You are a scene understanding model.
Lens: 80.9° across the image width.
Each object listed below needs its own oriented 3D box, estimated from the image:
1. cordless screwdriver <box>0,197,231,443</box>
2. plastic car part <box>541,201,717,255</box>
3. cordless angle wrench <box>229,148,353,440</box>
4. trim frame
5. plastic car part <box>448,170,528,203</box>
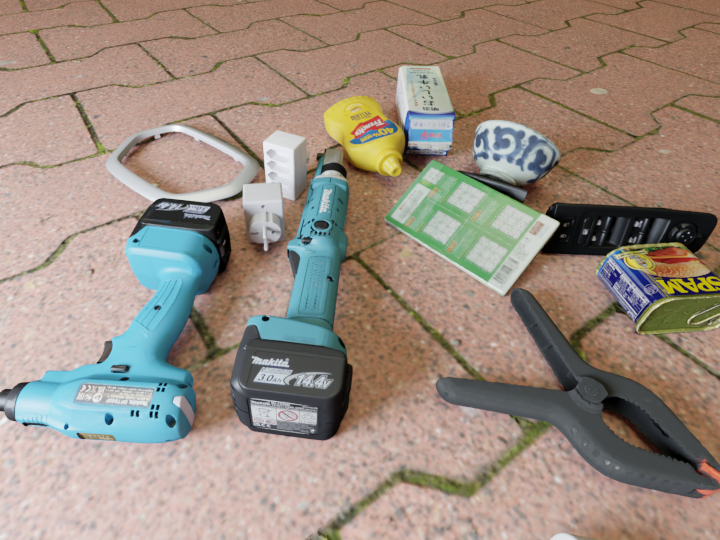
[{"bbox_3d":[-0.221,0.036,0.418,0.159,0.072,0.256,1,49,-1],"label":"cordless screwdriver"},{"bbox_3d":[0.325,-0.054,0.533,0.204,0.065,0.068,4,19,4],"label":"plastic car part"},{"bbox_3d":[-0.048,-0.031,0.492,0.098,0.072,0.434,4,43,0],"label":"cordless angle wrench"},{"bbox_3d":[-0.271,-0.166,0.647,0.260,0.027,0.182,28,52,26],"label":"trim frame"},{"bbox_3d":[0.168,-0.106,0.582,0.122,0.065,0.069,30,35,28],"label":"plastic car part"}]
